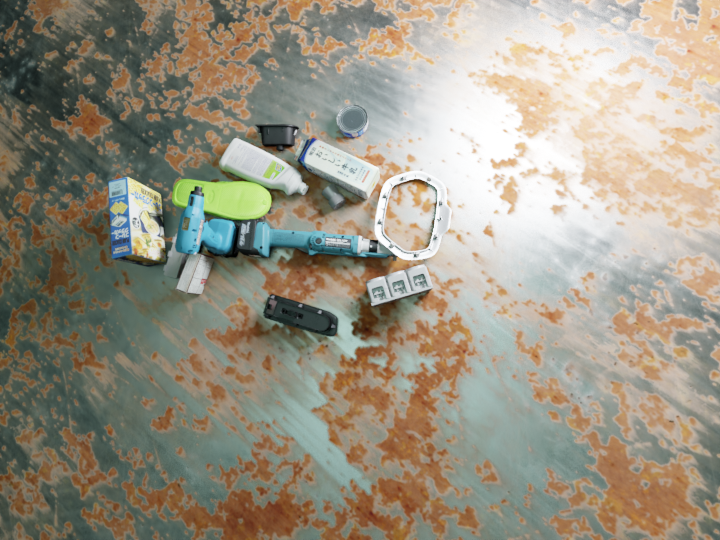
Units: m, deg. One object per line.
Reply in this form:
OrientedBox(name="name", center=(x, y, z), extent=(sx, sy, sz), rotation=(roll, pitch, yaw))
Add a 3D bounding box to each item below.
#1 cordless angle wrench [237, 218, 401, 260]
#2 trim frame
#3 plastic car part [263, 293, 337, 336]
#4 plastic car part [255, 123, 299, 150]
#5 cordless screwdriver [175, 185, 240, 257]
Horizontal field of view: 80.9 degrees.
OrientedBox(name="cordless angle wrench", center=(-0.109, -0.071, 1.110), extent=(0.430, 0.072, 0.099), rotation=(5, 82, 9))
OrientedBox(name="trim frame", center=(0.135, -0.146, 1.080), extent=(0.186, 0.027, 0.251), rotation=(12, 71, 4))
OrientedBox(name="plastic car part", center=(-0.155, 0.115, 1.088), extent=(0.207, 0.065, 0.067), rotation=(16, 76, 10))
OrientedBox(name="plastic car part", center=(-0.235, -0.376, 1.199), extent=(0.118, 0.065, 0.070), rotation=(5, 97, 7))
OrientedBox(name="cordless screwdriver", center=(-0.379, -0.113, 1.073), extent=(0.076, 0.244, 0.159), rotation=(9, 88, 7))
